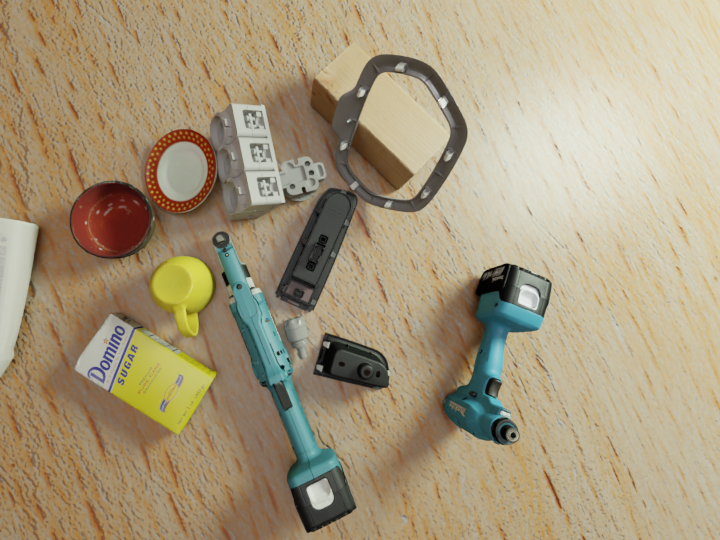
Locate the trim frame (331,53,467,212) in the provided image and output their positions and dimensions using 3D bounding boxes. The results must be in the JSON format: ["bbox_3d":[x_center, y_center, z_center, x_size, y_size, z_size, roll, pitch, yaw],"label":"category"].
[{"bbox_3d":[0.041,-0.177,0.592,0.188,0.246,0.027,40,56,10],"label":"trim frame"}]

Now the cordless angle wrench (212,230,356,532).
[{"bbox_3d":[-0.128,0.138,0.613,0.074,0.097,0.429,-23,81,-10],"label":"cordless angle wrench"}]

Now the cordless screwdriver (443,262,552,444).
[{"bbox_3d":[0.204,0.116,0.605,0.074,0.160,0.249,23,80,-7],"label":"cordless screwdriver"}]

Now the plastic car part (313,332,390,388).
[{"bbox_3d":[-0.005,0.143,0.627,0.116,0.071,0.066,17,84,-2],"label":"plastic car part"}]

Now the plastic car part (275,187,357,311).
[{"bbox_3d":[-0.064,-0.042,0.652,0.067,0.066,0.203,23,79,2],"label":"plastic car part"}]
